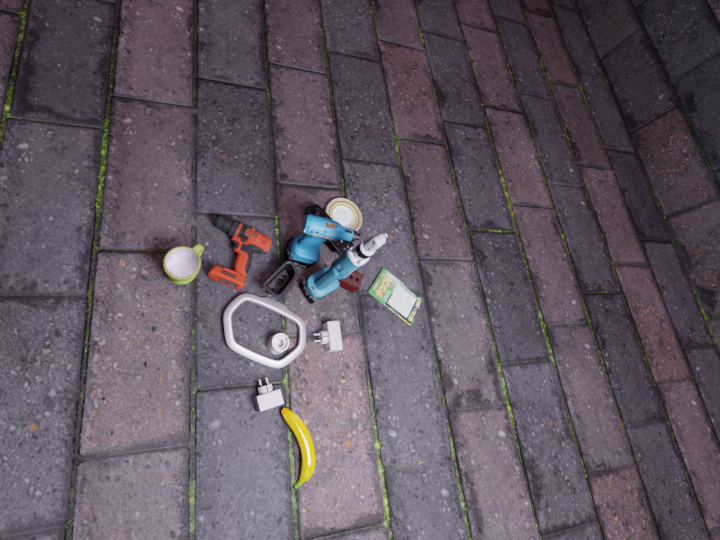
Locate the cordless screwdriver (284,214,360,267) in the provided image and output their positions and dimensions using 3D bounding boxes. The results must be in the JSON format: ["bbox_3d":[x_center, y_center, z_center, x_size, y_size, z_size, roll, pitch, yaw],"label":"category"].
[{"bbox_3d":[-0.119,-0.078,1.214,0.154,0.252,0.076,14,67,-20],"label":"cordless screwdriver"}]

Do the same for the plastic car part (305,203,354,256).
[{"bbox_3d":[-0.104,-0.124,1.346,0.065,0.068,0.205,-34,85,-31],"label":"plastic car part"}]

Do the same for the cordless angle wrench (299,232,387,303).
[{"bbox_3d":[-0.049,-0.007,1.112,0.095,0.429,0.075,-29,87,-31],"label":"cordless angle wrench"}]

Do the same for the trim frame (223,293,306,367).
[{"bbox_3d":[-0.266,0.165,1.182,0.243,0.028,0.186,25,62,-11],"label":"trim frame"}]

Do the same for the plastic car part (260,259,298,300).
[{"bbox_3d":[-0.233,0.031,1.226,0.065,0.072,0.116,42,60,-5],"label":"plastic car part"}]
